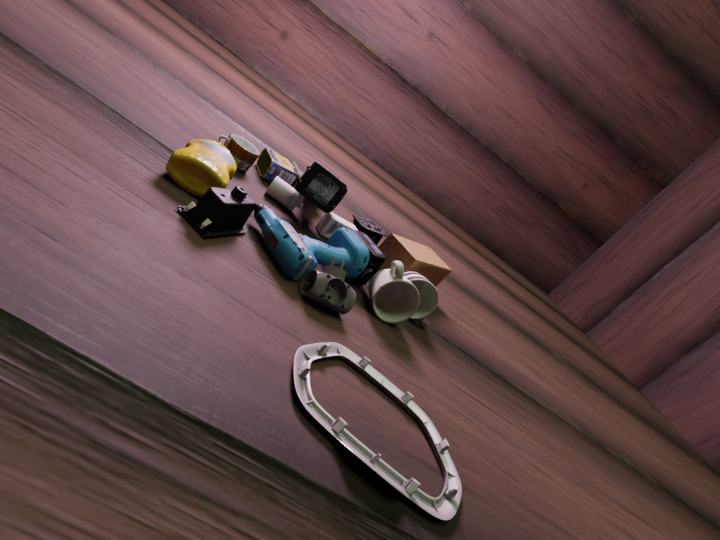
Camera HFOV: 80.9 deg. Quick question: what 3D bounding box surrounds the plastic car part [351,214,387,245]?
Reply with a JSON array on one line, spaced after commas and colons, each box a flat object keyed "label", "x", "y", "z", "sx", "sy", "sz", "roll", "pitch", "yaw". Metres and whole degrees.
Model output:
[{"label": "plastic car part", "x": 0.012, "y": -0.091, "z": 1.010, "sx": 0.065, "sy": 0.067, "sz": 0.207, "roll": 26, "pitch": 6, "yaw": -13}]

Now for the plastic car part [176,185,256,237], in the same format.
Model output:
[{"label": "plastic car part", "x": -0.201, "y": -0.095, "z": 0.635, "sx": 0.068, "sy": 0.071, "sz": 0.113, "roll": 45, "pitch": 22, "yaw": 11}]

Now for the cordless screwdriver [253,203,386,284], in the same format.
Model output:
[{"label": "cordless screwdriver", "x": -0.075, "y": -0.049, "z": 0.765, "sx": 0.236, "sy": 0.074, "sz": 0.167, "roll": 7, "pitch": 36, "yaw": -51}]

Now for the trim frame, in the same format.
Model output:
[{"label": "trim frame", "x": 0.023, "y": 0.172, "z": 0.495, "sx": 0.249, "sy": 0.028, "sz": 0.183, "roll": 40, "pitch": 19, "yaw": 0}]

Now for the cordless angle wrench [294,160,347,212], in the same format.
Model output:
[{"label": "cordless angle wrench", "x": -0.103, "y": -0.217, "z": 1.052, "sx": 0.096, "sy": 0.074, "sz": 0.431, "roll": 37, "pitch": 7, "yaw": -14}]
